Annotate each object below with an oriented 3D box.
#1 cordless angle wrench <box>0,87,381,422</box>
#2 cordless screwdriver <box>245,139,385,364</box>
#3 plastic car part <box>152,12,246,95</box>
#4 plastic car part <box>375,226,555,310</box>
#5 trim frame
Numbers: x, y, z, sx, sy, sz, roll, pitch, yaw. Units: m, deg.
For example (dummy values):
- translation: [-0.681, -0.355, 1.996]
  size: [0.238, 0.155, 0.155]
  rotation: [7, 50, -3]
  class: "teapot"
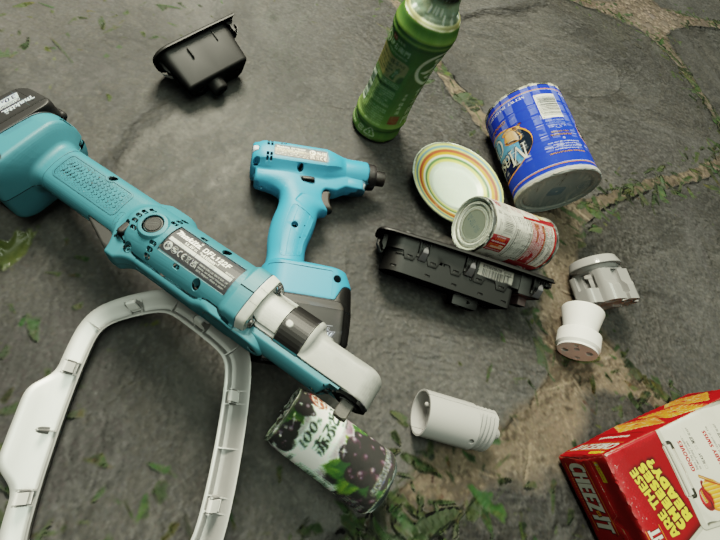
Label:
- translation: [-0.168, -0.023, 0.352]
  size: [0.436, 0.072, 0.097]
  rotation: [31, 60, 16]
  class: "cordless angle wrench"
- translation: [-0.043, -0.028, 0.443]
  size: [0.156, 0.074, 0.256]
  rotation: [5, 60, -12]
  class: "cordless screwdriver"
- translation: [-0.191, -0.257, 0.531]
  size: [0.070, 0.067, 0.115]
  rotation: [48, 64, -8]
  class: "plastic car part"
- translation: [0.104, 0.004, 0.478]
  size: [0.201, 0.067, 0.067]
  rotation: [22, 87, -6]
  class: "plastic car part"
- translation: [-0.182, 0.130, 0.329]
  size: [0.186, 0.027, 0.253]
  rotation: [2, 66, 6]
  class: "trim frame"
